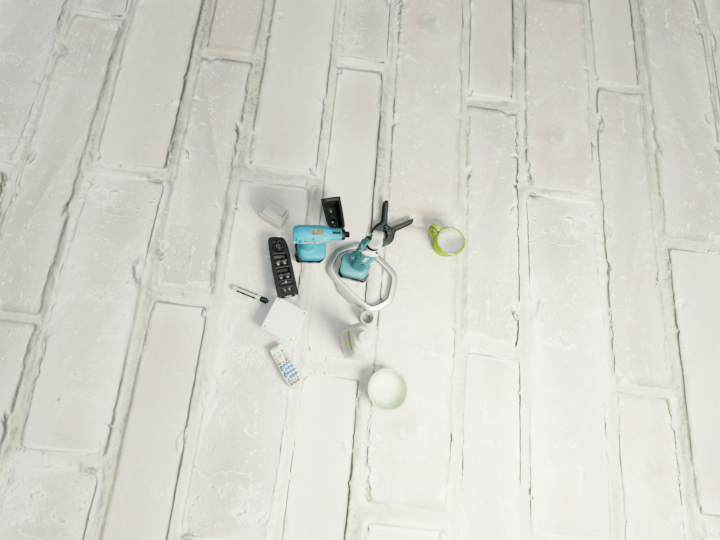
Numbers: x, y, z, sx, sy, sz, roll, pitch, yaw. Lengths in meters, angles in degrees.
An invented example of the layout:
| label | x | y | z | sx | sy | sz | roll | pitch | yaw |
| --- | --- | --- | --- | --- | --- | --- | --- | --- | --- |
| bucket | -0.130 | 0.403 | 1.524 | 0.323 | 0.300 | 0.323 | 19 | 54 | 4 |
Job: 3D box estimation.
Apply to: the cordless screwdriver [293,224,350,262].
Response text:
| label | x | y | z | sx | sy | sz | roll | pitch | yaw |
| --- | --- | --- | --- | --- | --- | --- | --- | --- | --- |
| cordless screwdriver | -0.125 | -0.082 | 1.276 | 0.158 | 0.248 | 0.075 | 0 | 78 | -8 |

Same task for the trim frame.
| label | x | y | z | sx | sy | sz | roll | pitch | yaw |
| --- | --- | --- | --- | --- | --- | --- | --- | --- | --- |
| trim frame | 0.006 | 0.020 | 1.372 | 0.252 | 0.027 | 0.183 | 43 | 77 | 7 |

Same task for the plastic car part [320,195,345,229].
| label | x | y | z | sx | sy | sz | roll | pitch | yaw |
| --- | --- | --- | --- | --- | --- | --- | --- | --- | --- |
| plastic car part | -0.090 | -0.178 | 1.395 | 0.065 | 0.070 | 0.118 | -10 | 77 | -9 |

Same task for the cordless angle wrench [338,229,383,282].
| label | x | y | z | sx | sy | sz | roll | pitch | yaw |
| --- | --- | --- | --- | --- | --- | --- | --- | --- | --- |
| cordless angle wrench | 0.009 | -0.042 | 1.186 | 0.097 | 0.421 | 0.075 | 14 | 77 | -6 |

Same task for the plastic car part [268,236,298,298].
| label | x | y | z | sx | sy | sz | roll | pitch | yaw |
| --- | --- | --- | --- | --- | --- | --- | --- | --- | --- |
| plastic car part | -0.249 | -0.010 | 1.343 | 0.065 | 0.066 | 0.207 | -12 | 77 | -9 |
